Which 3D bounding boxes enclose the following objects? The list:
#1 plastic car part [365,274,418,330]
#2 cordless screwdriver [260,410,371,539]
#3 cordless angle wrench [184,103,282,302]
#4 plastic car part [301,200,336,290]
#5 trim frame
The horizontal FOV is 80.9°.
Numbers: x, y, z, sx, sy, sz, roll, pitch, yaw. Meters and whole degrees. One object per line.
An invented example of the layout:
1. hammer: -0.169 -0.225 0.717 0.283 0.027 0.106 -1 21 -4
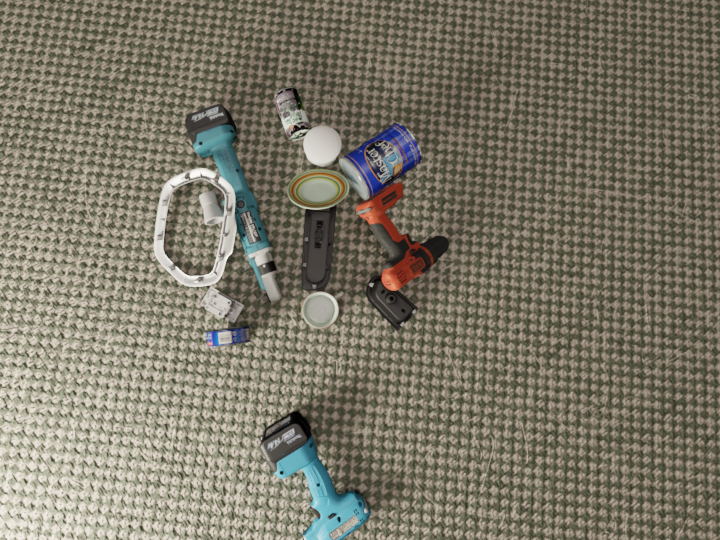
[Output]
1. plastic car part: 0.063 0.063 0.866 0.117 0.071 0.066 44 83 0
2. cordless screwdriver: -0.111 0.417 0.819 0.158 0.074 0.249 -35 89 -5
3. cordless angle wrench: -0.250 -0.135 0.889 0.097 0.074 0.425 -21 86 -5
4. plastic car part: -0.087 -0.057 0.886 0.065 0.068 0.204 5 86 -10
5. trim frame: -0.340 -0.086 0.869 0.188 0.027 0.247 15 98 10
